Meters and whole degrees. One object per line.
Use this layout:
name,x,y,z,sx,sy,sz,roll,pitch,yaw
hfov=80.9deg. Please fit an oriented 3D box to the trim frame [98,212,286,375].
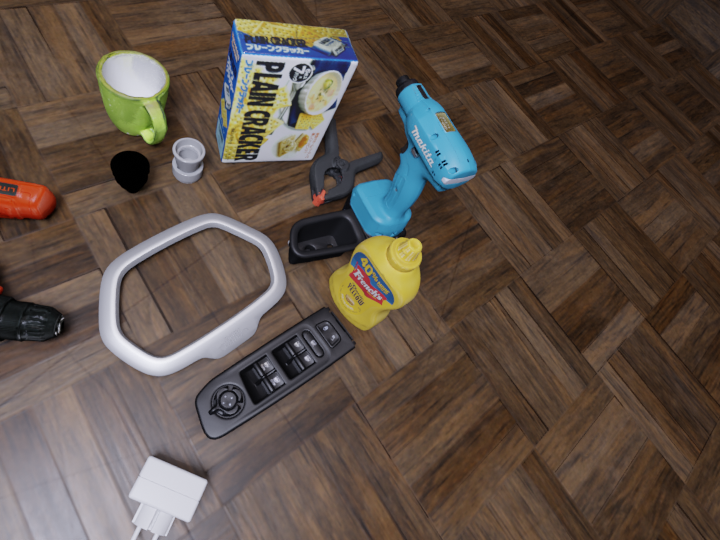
trim frame,-0.213,0.023,0.553,0.244,0.027,0.187,-36,80,-31

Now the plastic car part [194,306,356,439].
plastic car part,-0.107,0.124,0.515,0.198,0.067,0.068,-30,79,-31

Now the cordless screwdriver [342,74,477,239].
cordless screwdriver,0.046,-0.137,0.602,0.072,0.250,0.164,-14,72,-29

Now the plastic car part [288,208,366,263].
plastic car part,-0.060,-0.039,0.617,0.113,0.071,0.068,-15,72,-27
